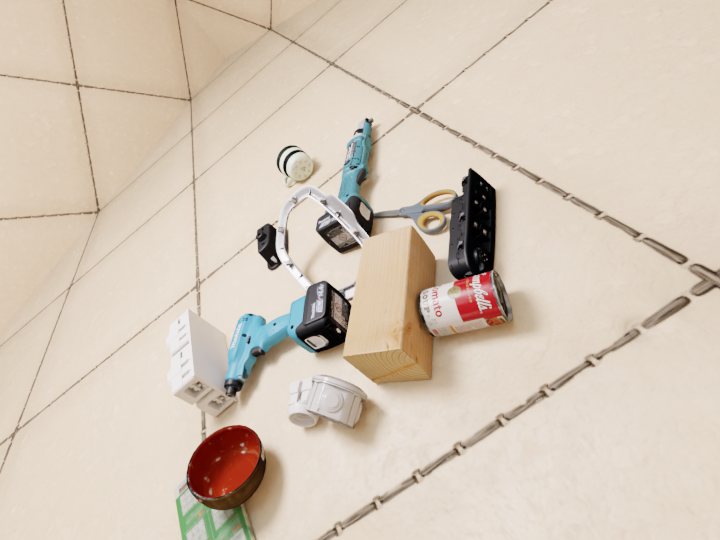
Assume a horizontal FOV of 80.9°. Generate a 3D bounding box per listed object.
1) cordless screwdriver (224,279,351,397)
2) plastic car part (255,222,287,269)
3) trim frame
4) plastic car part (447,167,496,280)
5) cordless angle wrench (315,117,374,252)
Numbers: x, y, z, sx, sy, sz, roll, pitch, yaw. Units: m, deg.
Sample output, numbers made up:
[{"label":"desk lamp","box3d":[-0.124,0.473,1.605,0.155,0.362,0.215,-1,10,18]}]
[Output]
[{"label":"cordless screwdriver","box3d":[-0.136,0.122,0.728,0.256,0.070,0.163,-23,40,29]},{"label":"plastic car part","box3d":[-0.210,-0.065,0.970,0.067,0.067,0.121,-32,36,15]},{"label":"trim frame","box3d":[-0.077,-0.050,0.782,0.261,0.026,0.184,47,114,30]},{"label":"plastic car part","box3d":[0.166,-0.063,0.645,0.069,0.063,0.207,-25,40,37]},{"label":"cordless angle wrench","box3d":[-0.012,-0.222,0.944,0.101,0.071,0.432,-26,38,31]}]
